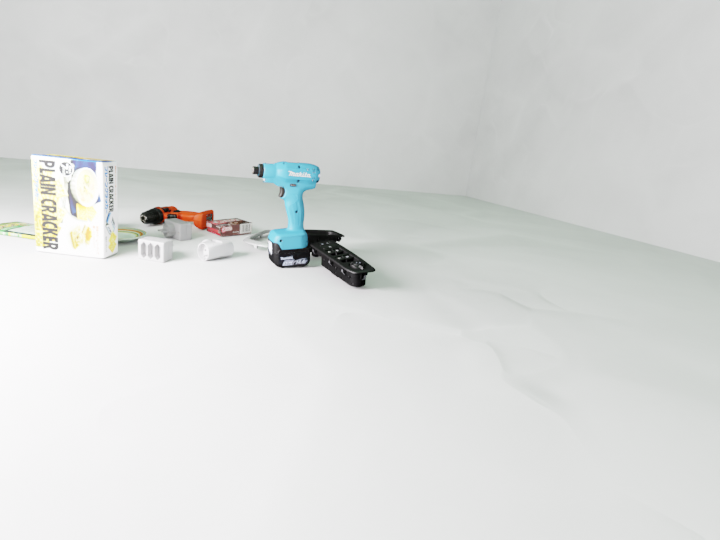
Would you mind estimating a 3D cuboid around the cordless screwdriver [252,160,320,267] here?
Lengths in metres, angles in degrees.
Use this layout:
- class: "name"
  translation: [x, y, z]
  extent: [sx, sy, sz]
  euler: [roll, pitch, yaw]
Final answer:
- class: "cordless screwdriver"
  translation: [-0.185, -0.134, 1.007]
  extent: [0.154, 0.246, 0.078]
  euler: [1, 15, -24]

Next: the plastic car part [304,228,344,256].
- class: "plastic car part"
  translation: [-0.111, -0.073, 1.140]
  extent: [0.112, 0.070, 0.070]
  euler: [-4, 18, -34]

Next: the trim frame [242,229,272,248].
- class: "trim frame"
  translation: [-0.243, -0.091, 1.234]
  extent: [0.187, 0.027, 0.248]
  euler: [8, 16, 6]

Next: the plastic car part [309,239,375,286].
- class: "plastic car part"
  translation: [-0.045, -0.014, 0.965]
  extent: [0.063, 0.066, 0.214]
  euler: [-3, 18, -33]
